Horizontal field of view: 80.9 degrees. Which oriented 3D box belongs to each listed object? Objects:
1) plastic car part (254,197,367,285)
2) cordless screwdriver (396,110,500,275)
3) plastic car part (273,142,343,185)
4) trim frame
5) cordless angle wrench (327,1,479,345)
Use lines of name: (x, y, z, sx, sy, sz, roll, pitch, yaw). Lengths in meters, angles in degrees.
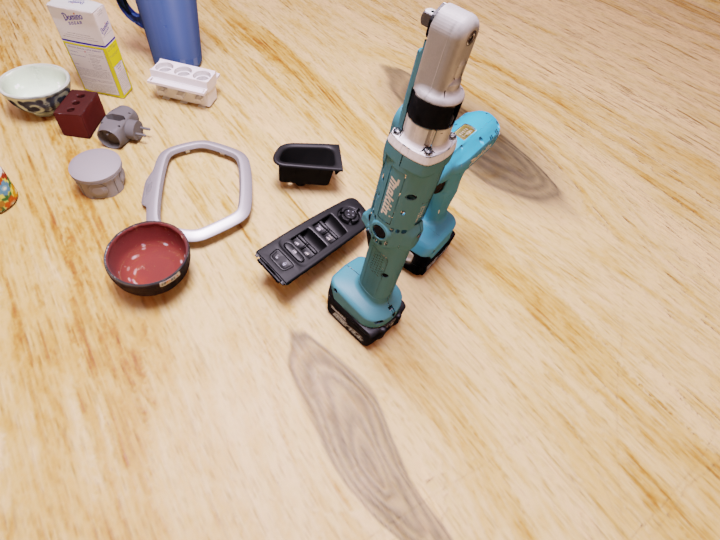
plastic car part: (-0.063, -0.041, 0.644, 0.069, 0.065, 0.200, 40, 59, 19)
cordless screwdriver: (0.093, -0.085, 0.581, 0.077, 0.243, 0.157, 38, 57, 16)
plastic car part: (-0.095, -0.179, 0.741, 0.115, 0.069, 0.068, -1, 55, -8)
trim frame: (-0.278, -0.143, 0.723, 0.181, 0.027, 0.258, -5, 54, -10)
cordless angle wrench: (0.035, -0.054, 0.447, 0.073, 0.414, 0.102, -36, 68, -30)
